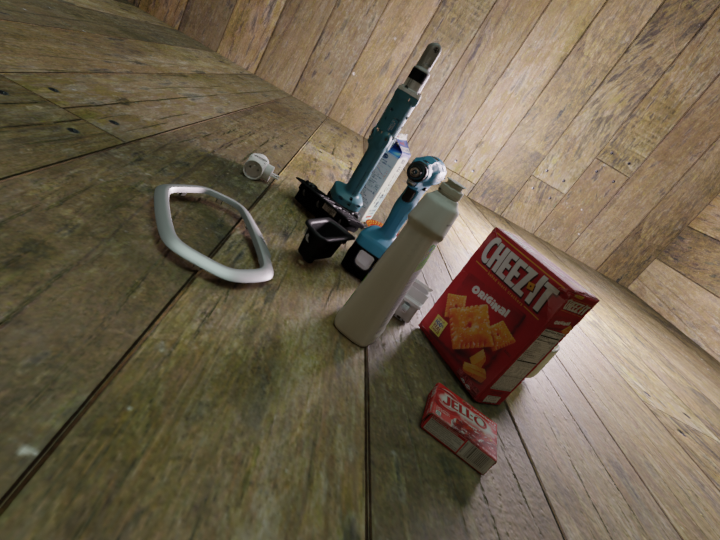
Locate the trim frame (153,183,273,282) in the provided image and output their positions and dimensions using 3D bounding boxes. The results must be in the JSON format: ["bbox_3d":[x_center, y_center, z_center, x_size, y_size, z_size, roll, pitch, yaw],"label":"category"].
[{"bbox_3d":[-0.216,-0.061,0.632,0.175,0.027,0.262,13,28,-37],"label":"trim frame"}]

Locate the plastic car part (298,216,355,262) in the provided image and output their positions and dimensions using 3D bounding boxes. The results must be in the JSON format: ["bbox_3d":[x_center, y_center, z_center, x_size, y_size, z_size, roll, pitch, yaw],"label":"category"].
[{"bbox_3d":[-0.071,-0.046,0.724,0.068,0.071,0.113,38,23,15],"label":"plastic car part"}]

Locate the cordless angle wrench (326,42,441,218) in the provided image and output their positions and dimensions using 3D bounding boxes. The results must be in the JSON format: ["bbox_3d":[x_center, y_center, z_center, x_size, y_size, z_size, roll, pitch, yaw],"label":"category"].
[{"bbox_3d":[0.047,-0.288,0.921,0.072,0.422,0.101,25,23,-19],"label":"cordless angle wrench"}]

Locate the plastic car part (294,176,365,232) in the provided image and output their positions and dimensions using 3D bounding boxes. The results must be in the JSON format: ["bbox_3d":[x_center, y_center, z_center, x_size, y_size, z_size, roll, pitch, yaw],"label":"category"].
[{"bbox_3d":[-0.079,-0.134,0.907,0.063,0.067,0.214,7,32,-47],"label":"plastic car part"}]

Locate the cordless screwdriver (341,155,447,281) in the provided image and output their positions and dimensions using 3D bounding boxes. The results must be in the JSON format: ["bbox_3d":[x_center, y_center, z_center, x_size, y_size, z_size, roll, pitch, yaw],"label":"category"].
[{"bbox_3d":[0.056,-0.087,0.735,0.076,0.248,0.156,37,22,9],"label":"cordless screwdriver"}]
